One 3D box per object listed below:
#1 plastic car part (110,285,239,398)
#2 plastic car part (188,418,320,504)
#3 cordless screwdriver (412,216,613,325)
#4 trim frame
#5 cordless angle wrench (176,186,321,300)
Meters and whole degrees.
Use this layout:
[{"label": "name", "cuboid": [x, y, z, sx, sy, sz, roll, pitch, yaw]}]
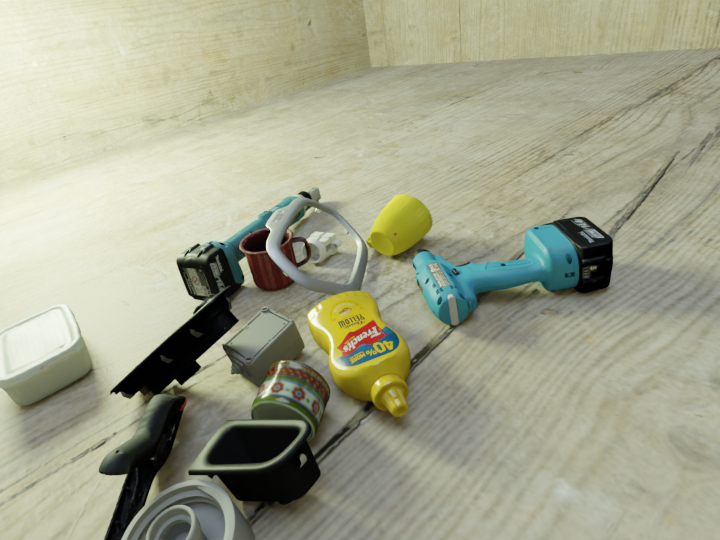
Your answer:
[{"label": "plastic car part", "cuboid": [-0.226, 0.100, 0.534, 0.204, 0.068, 0.065, -44, -4, 15]}, {"label": "plastic car part", "cuboid": [-0.088, 0.185, 0.396, 0.121, 0.069, 0.065, -12, 22, 28]}, {"label": "cordless screwdriver", "cuboid": [0.204, -0.012, 0.611, 0.250, 0.071, 0.165, -15, 31, 2]}, {"label": "trim frame", "cuboid": [-0.069, -0.045, 0.711, 0.181, 0.028, 0.252, 31, 34, -10]}, {"label": "cordless angle wrench", "cuboid": [-0.187, -0.087, 0.855, 0.077, 0.095, 0.419, 1, 30, 26]}]
